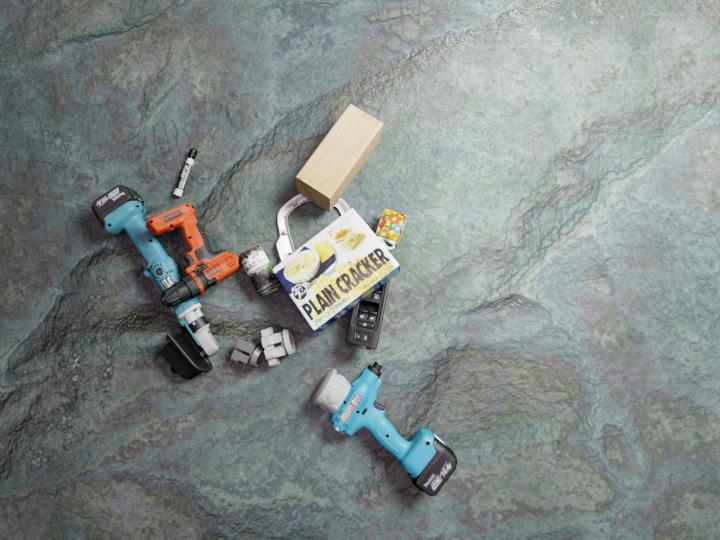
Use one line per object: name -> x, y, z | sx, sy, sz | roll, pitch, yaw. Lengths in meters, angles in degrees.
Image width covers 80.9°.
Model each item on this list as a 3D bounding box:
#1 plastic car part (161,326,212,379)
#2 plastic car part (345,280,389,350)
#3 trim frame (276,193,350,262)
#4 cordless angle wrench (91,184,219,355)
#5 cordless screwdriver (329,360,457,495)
plastic car part -> -0.385, 0.190, 0.914 | 0.071, 0.065, 0.117 | -38, 86, 11
plastic car part -> 0.026, 0.064, 0.898 | 0.069, 0.064, 0.204 | 7, 78, 22
trim frame -> -0.093, -0.061, 0.947 | 0.184, 0.027, 0.251 | -18, 83, 1
cordless angle wrench -> -0.438, 0.004, 0.936 | 0.098, 0.074, 0.428 | -35, 84, -4
cordless screwdriver -> 0.078, 0.315, 0.861 | 0.254, 0.073, 0.159 | 34, 85, 10
